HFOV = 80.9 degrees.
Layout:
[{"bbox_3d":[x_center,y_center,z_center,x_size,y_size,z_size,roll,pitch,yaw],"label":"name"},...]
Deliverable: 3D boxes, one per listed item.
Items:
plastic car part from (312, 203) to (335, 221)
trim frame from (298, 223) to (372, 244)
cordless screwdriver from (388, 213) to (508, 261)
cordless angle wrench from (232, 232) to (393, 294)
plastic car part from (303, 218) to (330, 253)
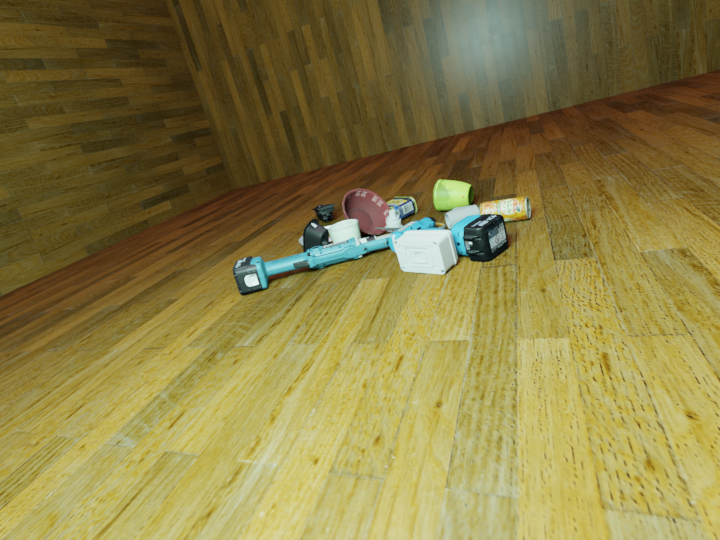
[{"bbox_3d":[-0.134,-0.217,1.570,0.066,0.065,0.209,-27,17,-8],"label":"plastic car part"},{"bbox_3d":[-0.081,-0.120,1.340,0.255,0.027,0.184,-12,22,19],"label":"trim frame"},{"bbox_3d":[0.203,-0.086,0.951,0.261,0.072,0.155,5,30,47],"label":"cordless screwdriver"},{"bbox_3d":[-0.110,-0.033,1.080,0.424,0.072,0.100,-14,19,2],"label":"cordless angle wrench"},{"bbox_3d":[-0.112,-0.073,1.140,0.075,0.113,0.064,29,42,32],"label":"plastic car part"}]
